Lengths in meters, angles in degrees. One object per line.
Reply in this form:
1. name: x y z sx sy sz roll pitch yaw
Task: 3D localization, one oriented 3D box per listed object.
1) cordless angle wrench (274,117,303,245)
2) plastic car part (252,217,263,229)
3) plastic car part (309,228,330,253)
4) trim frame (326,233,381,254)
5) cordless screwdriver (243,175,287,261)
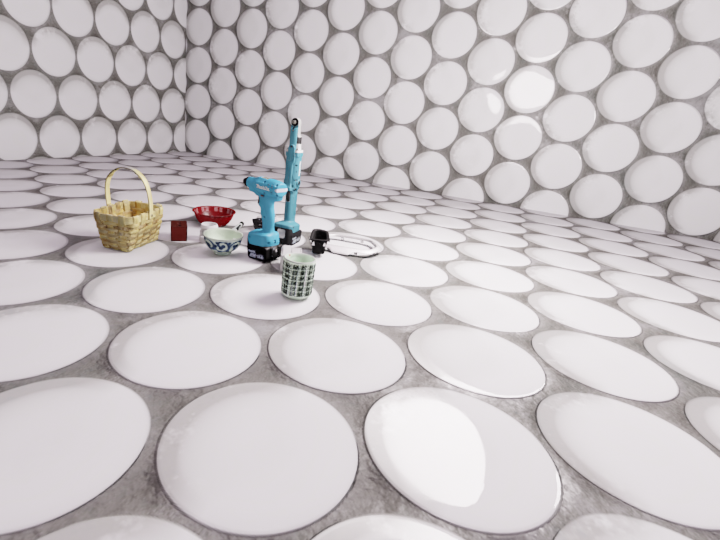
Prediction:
1. cordless angle wrench: -0.233 -0.297 1.431 0.077 0.417 0.096 13 18 16
2. plastic car part: -0.331 -0.128 1.449 0.064 0.066 0.212 0 20 -20
3. plastic car part: -0.137 -0.089 1.397 0.066 0.070 0.119 6 19 -5
4. trim frame: -0.048 -0.092 1.495 0.255 0.027 0.182 11 20 13
5. cordless screwdriver: -0.303 -0.161 1.286 0.168 0.245 0.071 20 21 32
